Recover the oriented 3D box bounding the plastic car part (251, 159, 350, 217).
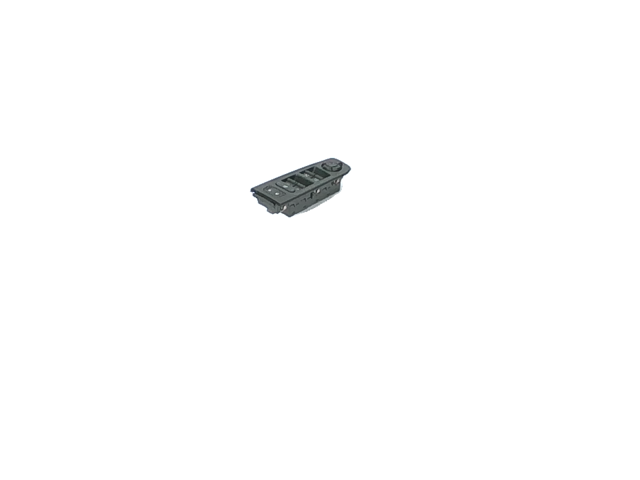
[{"bbox_3d":[-0.021,-0.085,0.722,0.067,0.067,0.201,23,41,33],"label":"plastic car part"}]
